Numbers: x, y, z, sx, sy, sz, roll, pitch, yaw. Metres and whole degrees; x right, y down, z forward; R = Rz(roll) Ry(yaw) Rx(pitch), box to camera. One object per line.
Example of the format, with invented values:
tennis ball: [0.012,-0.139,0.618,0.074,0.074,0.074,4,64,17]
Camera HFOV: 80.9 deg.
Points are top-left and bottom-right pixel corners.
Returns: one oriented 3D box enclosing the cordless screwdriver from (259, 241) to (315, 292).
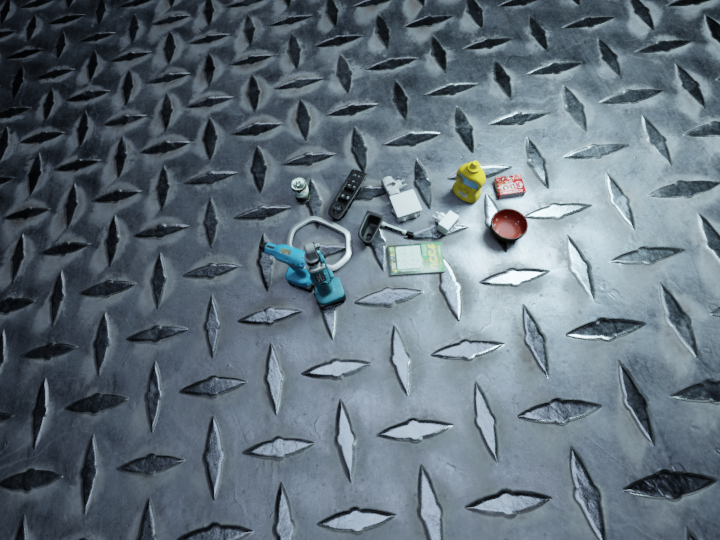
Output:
cordless screwdriver: [-0.221,-0.016,1.342,0.164,0.240,0.075,19,72,13]

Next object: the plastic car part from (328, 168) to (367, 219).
plastic car part: [-0.049,-0.264,1.516,0.069,0.065,0.203,26,74,16]

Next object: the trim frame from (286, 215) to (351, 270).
trim frame: [-0.145,-0.095,1.480,0.257,0.026,0.184,25,73,18]

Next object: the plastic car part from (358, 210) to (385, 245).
plastic car part: [0.032,-0.134,1.445,0.068,0.068,0.117,20,72,14]

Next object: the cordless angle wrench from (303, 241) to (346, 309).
cordless angle wrench: [-0.113,0.016,1.218,0.098,0.409,0.077,-19,69,-3]
